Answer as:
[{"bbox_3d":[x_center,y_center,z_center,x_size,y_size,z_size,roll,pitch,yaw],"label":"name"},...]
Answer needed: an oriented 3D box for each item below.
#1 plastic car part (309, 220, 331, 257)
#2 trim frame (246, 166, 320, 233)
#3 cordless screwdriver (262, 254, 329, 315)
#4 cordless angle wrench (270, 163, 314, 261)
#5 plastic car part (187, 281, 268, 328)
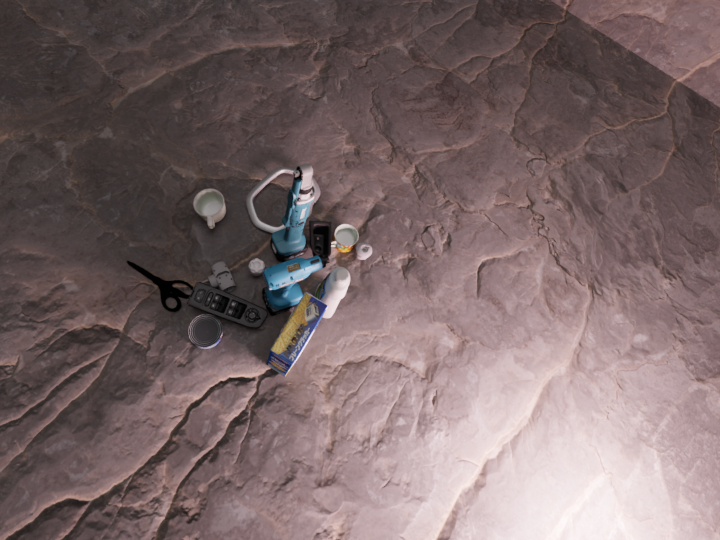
[{"bbox_3d":[-0.120,-0.078,1.224,0.065,0.070,0.119,2,67,-12],"label":"plastic car part"},{"bbox_3d":[-0.235,-0.217,1.290,0.187,0.027,0.247,38,66,7],"label":"trim frame"},{"bbox_3d":[-0.170,0.032,1.069,0.156,0.248,0.076,-19,75,-20],"label":"cordless screwdriver"},{"bbox_3d":[-0.161,-0.138,1.051,0.096,0.421,0.076,-22,77,-21],"label":"cordless angle wrench"},{"bbox_3d":[-0.345,0.100,1.109,0.203,0.066,0.067,20,65,-1],"label":"plastic car part"}]
